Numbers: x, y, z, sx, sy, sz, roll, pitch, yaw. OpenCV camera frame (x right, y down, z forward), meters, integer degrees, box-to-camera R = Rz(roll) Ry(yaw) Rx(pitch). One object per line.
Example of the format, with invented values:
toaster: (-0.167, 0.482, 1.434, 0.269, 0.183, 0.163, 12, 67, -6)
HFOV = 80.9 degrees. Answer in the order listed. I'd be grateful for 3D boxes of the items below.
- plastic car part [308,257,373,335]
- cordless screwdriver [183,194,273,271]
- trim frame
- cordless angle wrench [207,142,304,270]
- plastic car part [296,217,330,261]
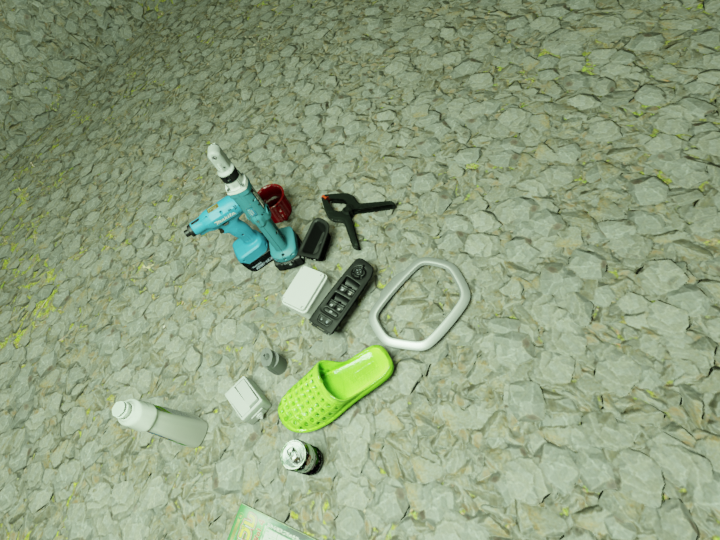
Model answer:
plastic car part: (-0.034, 0.064, 1.002, 0.070, 0.064, 0.203, 24, 71, 29)
cordless screwdriver: (-0.330, -0.083, 1.097, 0.159, 0.237, 0.078, -31, 56, -2)
trim frame: (0.131, 0.072, 0.958, 0.194, 0.026, 0.247, 34, 76, 33)
cordless angle wrench: (-0.241, -0.138, 0.995, 0.075, 0.402, 0.102, -17, 57, 7)
plastic car part: (-0.109, -0.071, 1.110, 0.069, 0.067, 0.117, 10, 64, 24)
